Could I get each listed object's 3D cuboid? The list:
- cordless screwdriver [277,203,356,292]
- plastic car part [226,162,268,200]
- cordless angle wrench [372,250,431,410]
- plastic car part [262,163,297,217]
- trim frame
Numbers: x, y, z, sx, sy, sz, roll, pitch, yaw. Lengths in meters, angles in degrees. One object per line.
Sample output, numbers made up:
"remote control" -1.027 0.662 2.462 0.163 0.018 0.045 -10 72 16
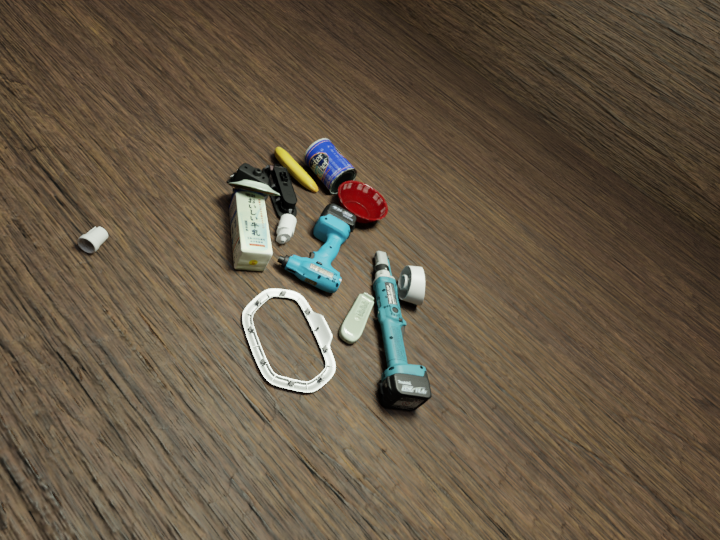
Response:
"cordless screwdriver" -0.106 -0.069 1.080 0.157 0.074 0.252 23 48 -8
"plastic car part" -0.292 -0.249 1.147 0.117 0.070 0.066 29 45 1
"cordless angle wrench" 0.073 0.111 1.013 0.095 0.074 0.438 12 44 -20
"plastic car part" -0.215 -0.231 1.179 0.063 0.067 0.211 6 51 -36
"trim frame" -0.149 0.140 0.900 0.177 0.027 0.260 -8 54 -34
